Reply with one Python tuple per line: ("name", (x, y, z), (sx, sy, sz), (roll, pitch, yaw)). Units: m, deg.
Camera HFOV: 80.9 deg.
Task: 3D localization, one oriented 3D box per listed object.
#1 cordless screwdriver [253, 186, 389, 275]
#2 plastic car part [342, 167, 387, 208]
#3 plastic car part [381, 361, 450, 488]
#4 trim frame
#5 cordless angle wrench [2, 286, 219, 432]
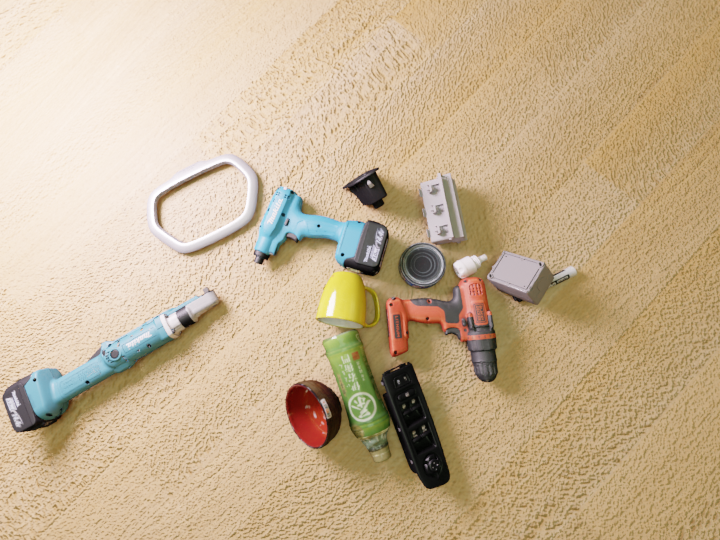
("cordless screwdriver", (-0.079, -0.052, 0.810), (0.255, 0.072, 0.159), (20, 82, 13))
("plastic car part", (0.017, -0.152, 0.806), (0.066, 0.119, 0.069), (-34, 105, -3))
("plastic car part", (0.085, 0.268, 0.726), (0.064, 0.068, 0.207), (-14, 75, -36))
("trim frame", (-0.327, -0.143, 0.877), (0.249, 0.027, 0.188), (-28, 78, 2))
("cordless angle wrench", (-0.459, 0.158, 0.809), (0.422, 0.073, 0.100), (-31, 79, -3))
